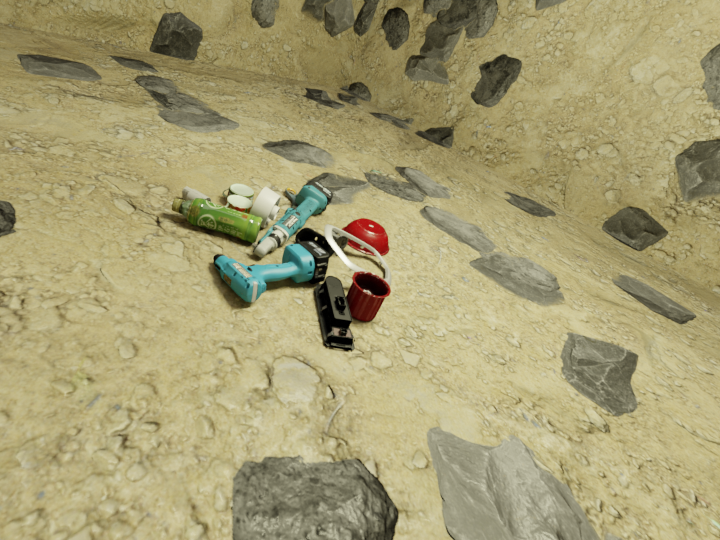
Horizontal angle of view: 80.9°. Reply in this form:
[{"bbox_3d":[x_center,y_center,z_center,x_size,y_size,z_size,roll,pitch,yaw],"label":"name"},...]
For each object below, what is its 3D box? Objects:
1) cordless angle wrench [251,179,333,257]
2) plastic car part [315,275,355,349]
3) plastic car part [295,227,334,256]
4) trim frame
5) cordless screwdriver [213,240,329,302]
[{"bbox_3d":[-0.189,-0.143,1.189,0.098,0.074,0.423,35,33,-4],"label":"cordless angle wrench"},{"bbox_3d":[-0.057,0.079,0.925,0.065,0.066,0.212,4,31,-17],"label":"plastic car part"},{"bbox_3d":[-0.112,-0.073,1.146,0.122,0.066,0.068,36,17,28],"label":"plastic car part"},{"bbox_3d":[-0.004,-0.040,1.108,0.235,0.028,0.193,23,31,-38],"label":"trim frame"},{"bbox_3d":[-0.203,-0.013,0.970,0.239,0.073,0.168,-17,39,-42],"label":"cordless screwdriver"}]
